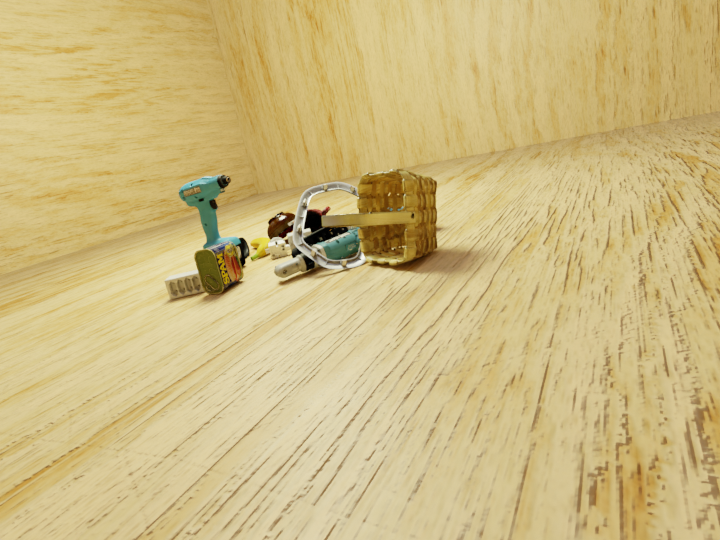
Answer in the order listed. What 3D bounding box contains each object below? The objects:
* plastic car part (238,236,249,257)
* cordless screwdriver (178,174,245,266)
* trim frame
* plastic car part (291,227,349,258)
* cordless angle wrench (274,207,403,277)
[{"bbox_3d":[-0.367,-0.050,1.207,0.072,0.065,0.117,-25,11,9],"label":"plastic car part"},{"bbox_3d":[-0.361,-0.117,1.079,0.165,0.245,0.073,-11,12,30],"label":"cordless screwdriver"},{"bbox_3d":[-0.052,-0.108,0.934,0.183,0.027,0.254,9,53,-3],"label":"trim frame"},{"bbox_3d":[-0.102,-0.067,1.040,0.069,0.065,0.198,-15,13,35],"label":"plastic car part"},{"bbox_3d":[-0.009,-0.071,0.976,0.412,0.073,0.103,-25,19,-28],"label":"cordless angle wrench"}]
